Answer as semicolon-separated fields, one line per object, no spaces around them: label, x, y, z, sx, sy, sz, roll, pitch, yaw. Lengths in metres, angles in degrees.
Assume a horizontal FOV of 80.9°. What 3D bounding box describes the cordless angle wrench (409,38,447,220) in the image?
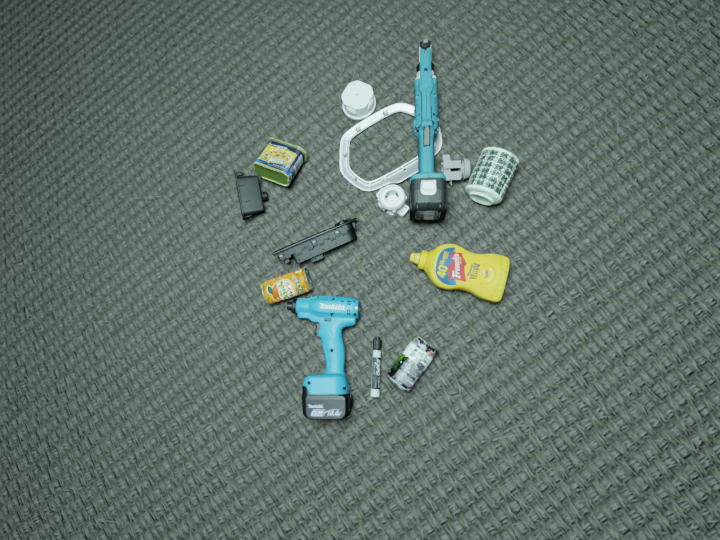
cordless angle wrench;0.143;-0.318;0.922;0.075;0.095;0.429;0;74;8

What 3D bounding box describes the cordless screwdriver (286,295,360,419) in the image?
cordless screwdriver;-0.086;0.177;0.888;0.162;0.072;0.252;1;75;11

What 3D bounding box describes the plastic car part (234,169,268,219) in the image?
plastic car part;-0.257;-0.179;1.008;0.070;0.065;0.118;-14;79;-8

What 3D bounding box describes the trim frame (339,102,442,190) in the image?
trim frame;0.065;-0.288;0.979;0.249;0.027;0.189;-29;75;2

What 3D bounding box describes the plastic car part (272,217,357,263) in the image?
plastic car part;-0.092;-0.060;0.944;0.204;0.065;0.068;-27;87;4
